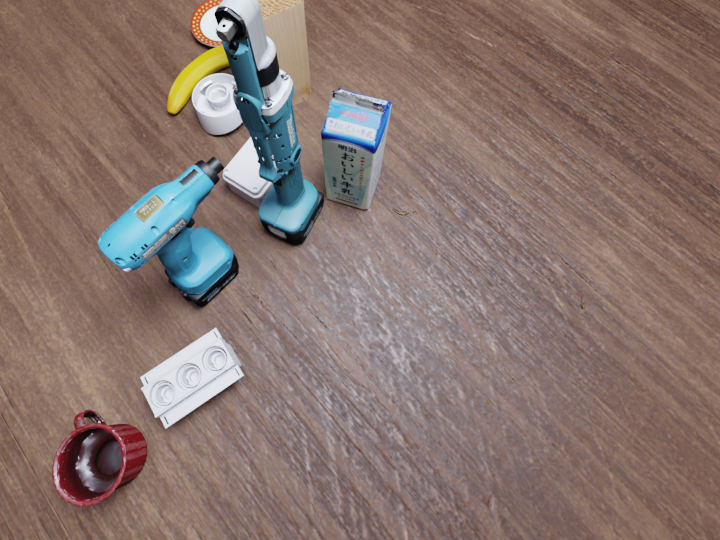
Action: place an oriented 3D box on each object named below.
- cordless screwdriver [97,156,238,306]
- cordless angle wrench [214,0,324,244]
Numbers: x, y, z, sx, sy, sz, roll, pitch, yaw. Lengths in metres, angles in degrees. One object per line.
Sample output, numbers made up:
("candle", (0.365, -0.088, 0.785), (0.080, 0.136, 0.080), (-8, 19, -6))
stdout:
("cordless screwdriver", (-0.221, -0.043, 0.567), (0.076, 0.244, 0.158), (41, 77, 9))
("cordless angle wrench", (-0.100, -0.145, 0.506), (0.075, 0.415, 0.098), (25, 75, 4))
